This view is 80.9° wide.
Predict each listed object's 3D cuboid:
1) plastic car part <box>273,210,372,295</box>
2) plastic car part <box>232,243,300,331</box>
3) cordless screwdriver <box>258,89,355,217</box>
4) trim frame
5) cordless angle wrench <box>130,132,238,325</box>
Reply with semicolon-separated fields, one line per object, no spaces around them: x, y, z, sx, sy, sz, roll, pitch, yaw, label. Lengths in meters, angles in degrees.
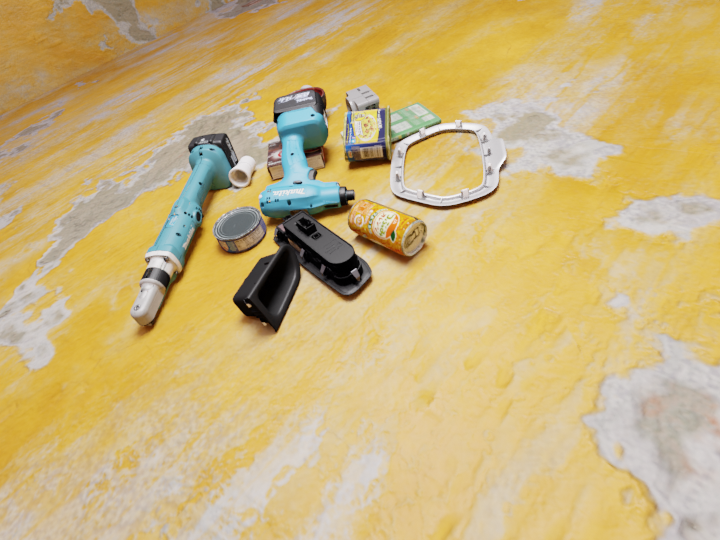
-0.060;-0.039;0.615;0.065;0.064;0.215;-30;45;-23;plastic car part
-0.134;0.021;0.586;0.073;0.063;0.118;-13;38;28;plastic car part
-0.089;-0.208;0.752;0.162;0.071;0.255;-5;62;11;cordless screwdriver
0.143;-0.189;0.712;0.189;0.026;0.253;-4;43;16;trim frame
-0.307;-0.091;0.742;0.076;0.094;0.434;-5;48;9;cordless angle wrench
